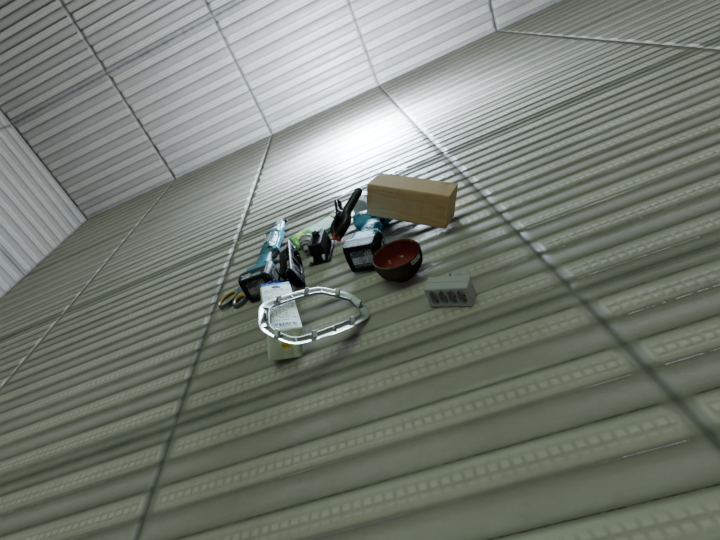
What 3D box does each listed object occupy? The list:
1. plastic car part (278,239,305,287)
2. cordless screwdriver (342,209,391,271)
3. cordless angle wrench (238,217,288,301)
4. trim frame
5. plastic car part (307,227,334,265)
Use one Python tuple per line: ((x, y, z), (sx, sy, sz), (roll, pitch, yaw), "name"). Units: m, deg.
((-0.194, -0.014, 1.171), (0.067, 0.063, 0.210), (-39, 28, 14), "plastic car part")
((0.046, -0.099, 1.105), (0.163, 0.071, 0.252), (-13, 29, 19), "cordless screwdriver")
((-0.277, -0.062, 1.301), (0.099, 0.071, 0.433), (-20, 29, 11), "cordless angle wrench")
((-0.096, 0.086, 0.880), (0.239, 0.027, 0.195), (-14, 32, -37), "trim frame")
((-0.117, -0.076, 1.194), (0.068, 0.068, 0.119), (-14, 35, 19), "plastic car part")
